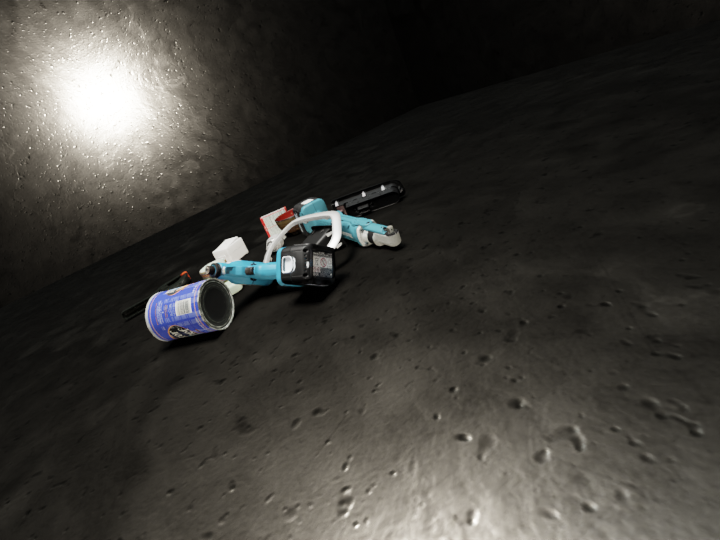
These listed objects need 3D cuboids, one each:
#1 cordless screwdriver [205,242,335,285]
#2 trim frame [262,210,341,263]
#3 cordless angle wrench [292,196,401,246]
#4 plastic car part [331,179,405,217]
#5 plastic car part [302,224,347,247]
[{"bbox_3d":[-0.178,-0.003,0.827,0.260,0.075,0.151,-6,-8,41],"label":"cordless screwdriver"},{"bbox_3d":[-0.134,-0.055,0.951,0.260,0.026,0.185,-3,54,42],"label":"trim frame"},{"bbox_3d":[-0.039,-0.106,1.003,0.073,0.095,0.444,-31,26,-21],"label":"cordless angle wrench"},{"bbox_3d":[0.023,-0.189,1.153,0.206,0.064,0.069,-20,29,11],"label":"plastic car part"},{"bbox_3d":[-0.098,-0.064,0.998,0.070,0.063,0.122,-48,26,-21],"label":"plastic car part"}]
